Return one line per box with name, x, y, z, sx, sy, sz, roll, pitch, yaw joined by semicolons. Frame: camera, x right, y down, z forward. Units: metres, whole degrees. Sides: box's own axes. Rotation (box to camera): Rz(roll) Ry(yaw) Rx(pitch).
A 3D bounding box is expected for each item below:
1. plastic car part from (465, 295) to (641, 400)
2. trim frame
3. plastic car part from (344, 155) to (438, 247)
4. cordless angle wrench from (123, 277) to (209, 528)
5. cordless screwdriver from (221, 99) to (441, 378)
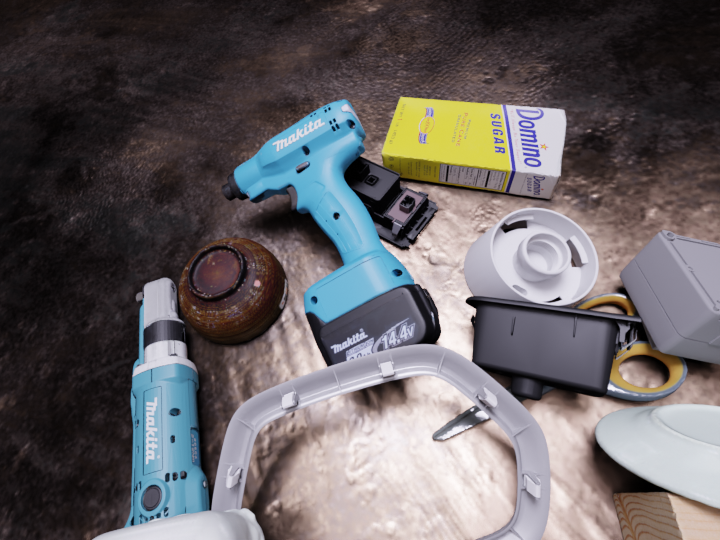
plastic car part;0.139;0.064;0.325;0.122;0.062;0.072;4;70;28
trim frame;0.010;0.156;0.300;0.249;0.027;0.184;-18;89;3
plastic car part;-0.020;-0.102;0.470;0.213;0.064;0.066;30;76;28
cordless angle wrench;-0.155;0.186;0.338;0.098;0.071;0.441;-19;57;1
cordless screwdriver;-0.039;-0.025;0.394;0.162;0.071;0.256;-26;70;15
